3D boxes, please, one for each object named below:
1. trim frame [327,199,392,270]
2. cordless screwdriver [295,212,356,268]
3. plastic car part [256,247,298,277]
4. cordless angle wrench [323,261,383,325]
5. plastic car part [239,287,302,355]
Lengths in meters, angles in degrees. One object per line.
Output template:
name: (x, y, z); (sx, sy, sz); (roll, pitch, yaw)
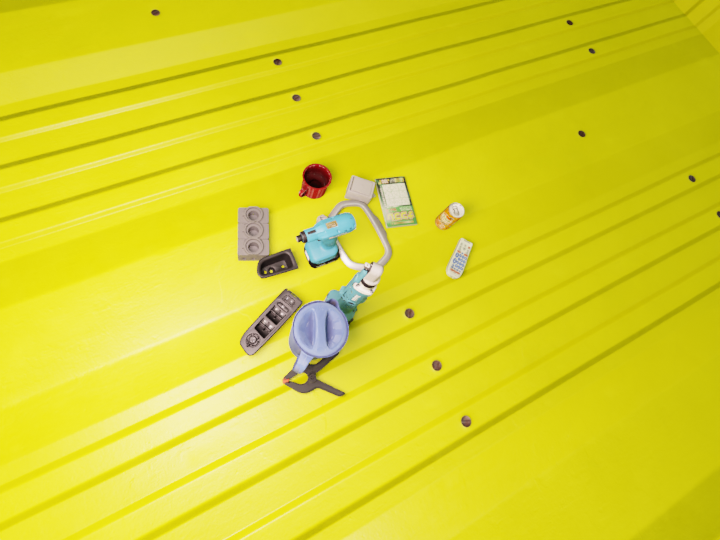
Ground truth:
trim frame: (-0.004, -0.110, 1.323); (0.181, 0.027, 0.254); (-25, 76, -18)
cordless screwdriver: (-0.115, -0.075, 1.172); (0.156, 0.248, 0.076); (-20, 79, -19)
plastic car part: (-0.247, -0.009, 1.220); (0.114, 0.071, 0.067); (-20, 77, -17)
cordless angle wrench: (-0.016, 0.057, 1.046); (0.097, 0.422, 0.075); (26, 68, -6)
plastic car part: (-0.251, 0.145, 1.163); (0.067, 0.067, 0.201); (40, 68, 3)
